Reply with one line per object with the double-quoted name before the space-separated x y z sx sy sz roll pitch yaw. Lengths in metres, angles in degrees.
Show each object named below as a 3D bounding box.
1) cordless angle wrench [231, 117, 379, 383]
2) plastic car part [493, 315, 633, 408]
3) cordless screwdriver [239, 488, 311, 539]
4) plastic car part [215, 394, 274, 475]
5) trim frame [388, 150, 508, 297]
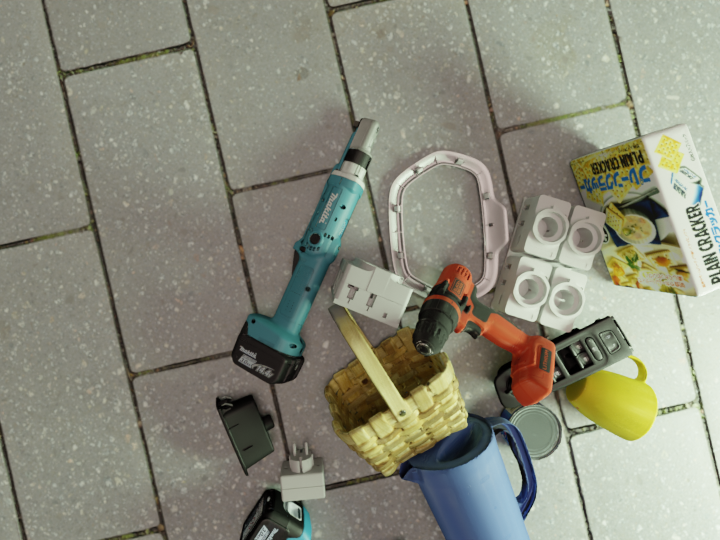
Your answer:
"cordless angle wrench" -0.063 -0.041 0.645 0.102 0.071 0.423 22 85 21
"plastic car part" 0.293 0.137 0.648 0.204 0.068 0.065 -31 100 4
"cordless screwdriver" -0.053 0.433 0.647 0.247 0.075 0.159 39 89 -4
"plastic car part" -0.172 0.243 0.657 0.070 0.067 0.116 -26 95 -16
"trim frame" 0.139 -0.067 0.671 0.184 0.027 0.249 -3 88 -1
